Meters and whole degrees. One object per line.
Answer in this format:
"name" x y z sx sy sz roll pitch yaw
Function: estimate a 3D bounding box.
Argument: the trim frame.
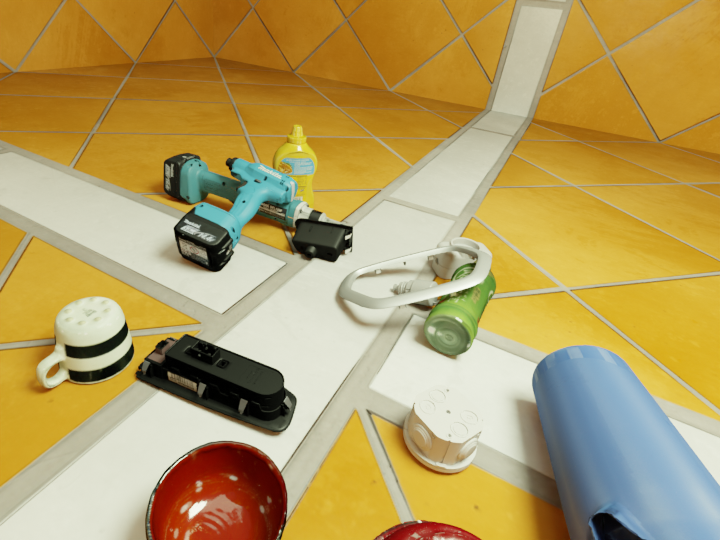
"trim frame" 0.085 0.008 0.680 0.249 0.027 0.189 -17 23 1

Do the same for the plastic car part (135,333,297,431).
"plastic car part" -0.166 0.121 0.501 0.209 0.066 0.065 19 26 15

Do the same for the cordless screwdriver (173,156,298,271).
"cordless screwdriver" -0.245 -0.122 0.783 0.164 0.072 0.248 26 52 13

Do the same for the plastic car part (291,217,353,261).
"plastic car part" -0.078 -0.051 0.795 0.119 0.064 0.072 10 46 11

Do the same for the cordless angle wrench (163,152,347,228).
"cordless angle wrench" -0.223 -0.148 0.893 0.435 0.096 0.073 20 30 15
